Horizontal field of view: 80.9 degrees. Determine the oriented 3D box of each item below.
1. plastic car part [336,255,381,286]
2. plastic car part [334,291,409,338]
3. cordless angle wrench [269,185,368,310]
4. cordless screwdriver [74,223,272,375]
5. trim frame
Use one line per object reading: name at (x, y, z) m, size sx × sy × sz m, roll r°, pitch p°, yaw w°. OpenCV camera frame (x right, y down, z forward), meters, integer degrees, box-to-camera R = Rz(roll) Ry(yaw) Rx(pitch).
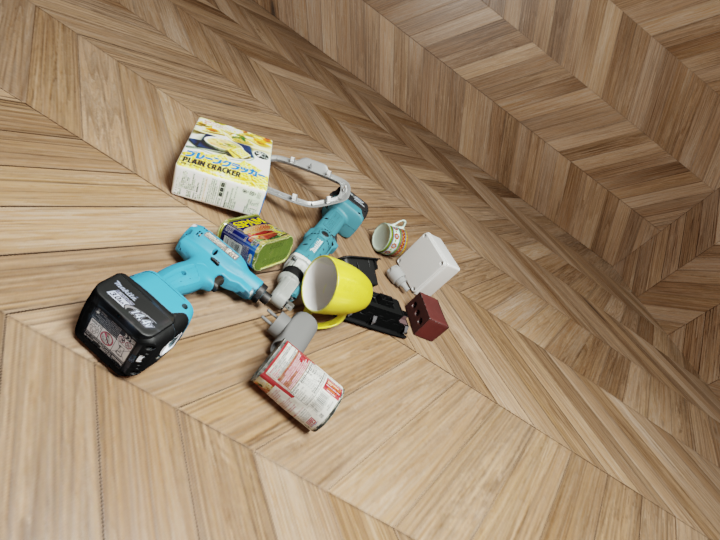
plastic car part at (-0.007, 0.013, 0.814) m, size 0.111 × 0.068 × 0.072 m, roll 1°, pitch 66°, yaw -56°
plastic car part at (0.016, 0.067, 0.769) m, size 0.194 × 0.067 × 0.069 m, roll 17°, pitch 44°, yaw -28°
cordless angle wrench at (-0.080, -0.053, 0.822) m, size 0.097 × 0.075 × 0.423 m, roll 36°, pitch 32°, yaw -5°
cordless screwdriver at (-0.216, 0.035, 0.543) m, size 0.159 × 0.075 × 0.249 m, roll 37°, pitch 25°, yaw -4°
trim frame at (-0.140, -0.203, 0.927) m, size 0.256 × 0.027 × 0.182 m, roll 22°, pitch 38°, yaw 15°
